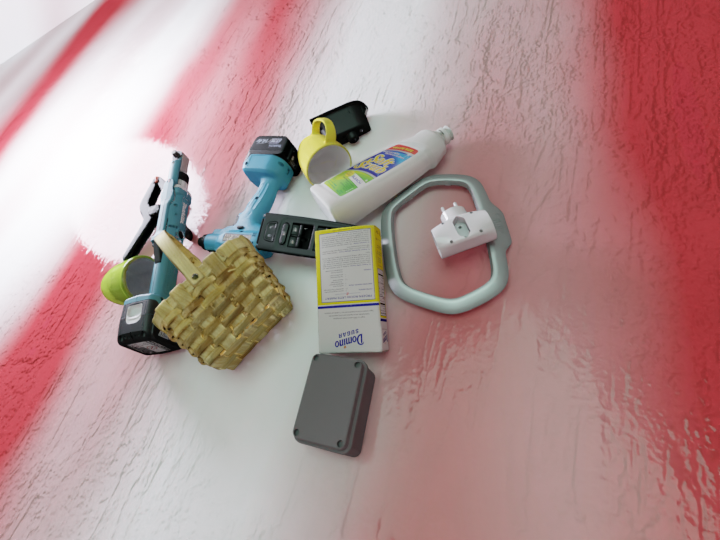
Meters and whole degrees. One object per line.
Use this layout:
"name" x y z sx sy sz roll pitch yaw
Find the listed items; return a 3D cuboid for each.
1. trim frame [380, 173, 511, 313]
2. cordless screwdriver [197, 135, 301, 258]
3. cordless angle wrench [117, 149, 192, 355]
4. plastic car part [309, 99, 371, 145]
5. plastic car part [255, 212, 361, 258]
"trim frame" 0.123 -0.048 0.635 0.188 0.026 0.256 -14 54 16
"cordless screwdriver" -0.211 -0.139 0.811 0.166 0.070 0.252 3 65 25
"cordless angle wrench" -0.362 -0.060 0.798 0.076 0.093 0.436 -14 59 14
"plastic car part" -0.031 -0.279 0.830 0.117 0.063 0.073 -20 70 7
"plastic car part" -0.067 -0.044 0.688 0.211 0.064 0.067 8 69 24
